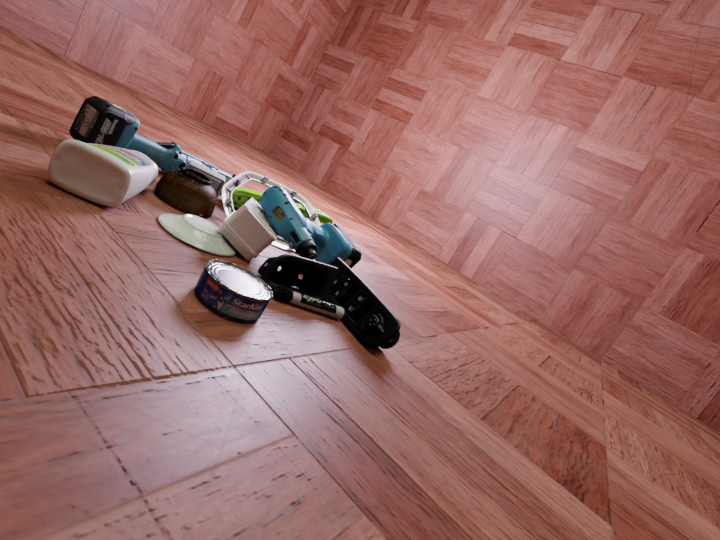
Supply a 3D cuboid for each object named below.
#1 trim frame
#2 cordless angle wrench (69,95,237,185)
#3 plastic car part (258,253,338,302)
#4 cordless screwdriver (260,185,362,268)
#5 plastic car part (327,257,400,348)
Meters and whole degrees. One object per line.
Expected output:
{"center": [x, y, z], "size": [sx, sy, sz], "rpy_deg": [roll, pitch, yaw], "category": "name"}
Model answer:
{"center": [-0.181, -0.123, 0.906], "size": [0.237, 0.028, 0.189], "rpy_deg": [24, 47, -28], "category": "trim frame"}
{"center": [-0.411, -0.244, 0.933], "size": [0.077, 0.098, 0.405], "rpy_deg": [34, 7, 21], "category": "cordless angle wrench"}
{"center": [-0.106, 0.006, 0.650], "size": [0.111, 0.066, 0.074], "rpy_deg": [20, -1, -29], "category": "plastic car part"}
{"center": [-0.077, -0.050, 0.788], "size": [0.167, 0.075, 0.235], "rpy_deg": [54, 10, 31], "category": "cordless screwdriver"}
{"center": [-0.003, 0.059, 0.666], "size": [0.064, 0.066, 0.214], "rpy_deg": [54, -7, -36], "category": "plastic car part"}
